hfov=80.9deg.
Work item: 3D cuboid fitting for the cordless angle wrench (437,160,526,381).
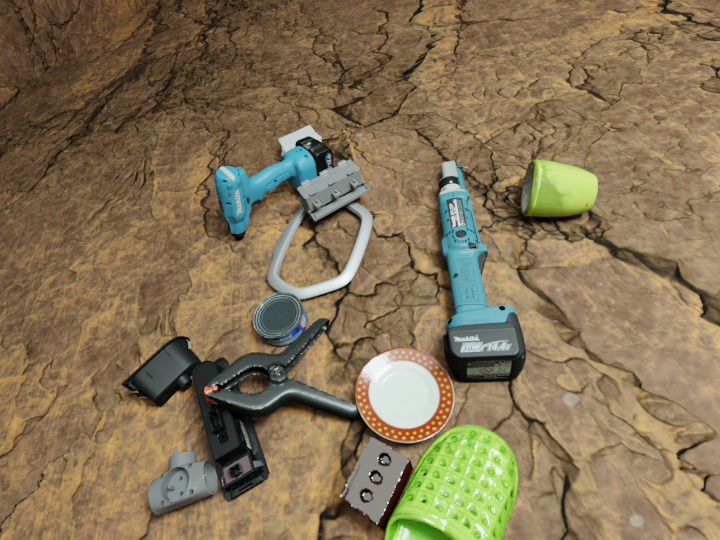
[{"bbox_3d":[0.164,-0.040,0.676,0.100,0.071,0.435,-8,49,11],"label":"cordless angle wrench"}]

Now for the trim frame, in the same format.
[{"bbox_3d":[-0.077,-0.050,0.789,0.191,0.026,0.251,5,57,21],"label":"trim frame"}]

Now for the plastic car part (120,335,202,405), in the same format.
[{"bbox_3d":[-0.305,0.166,0.676,0.074,0.064,0.115,38,66,20],"label":"plastic car part"}]

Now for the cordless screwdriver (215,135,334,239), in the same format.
[{"bbox_3d":[-0.171,-0.167,0.860,0.243,0.154,0.078,-30,53,-27],"label":"cordless screwdriver"}]

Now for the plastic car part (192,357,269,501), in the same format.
[{"bbox_3d":[-0.201,0.208,0.605,0.066,0.063,0.214,-34,48,-2],"label":"plastic car part"}]
